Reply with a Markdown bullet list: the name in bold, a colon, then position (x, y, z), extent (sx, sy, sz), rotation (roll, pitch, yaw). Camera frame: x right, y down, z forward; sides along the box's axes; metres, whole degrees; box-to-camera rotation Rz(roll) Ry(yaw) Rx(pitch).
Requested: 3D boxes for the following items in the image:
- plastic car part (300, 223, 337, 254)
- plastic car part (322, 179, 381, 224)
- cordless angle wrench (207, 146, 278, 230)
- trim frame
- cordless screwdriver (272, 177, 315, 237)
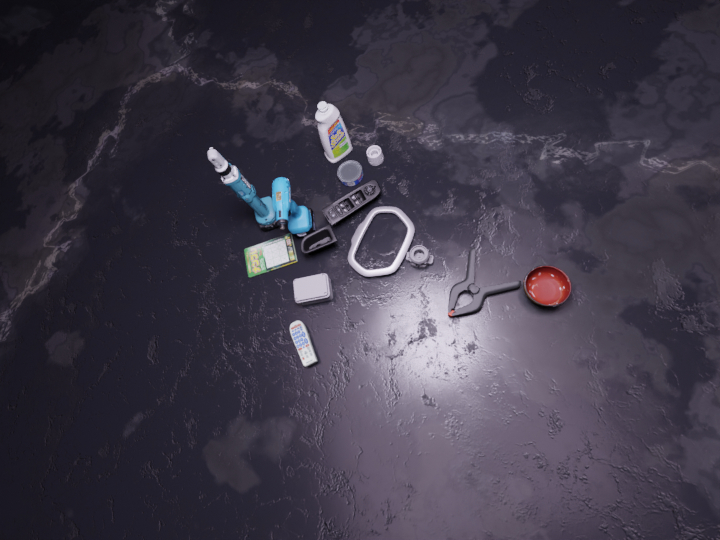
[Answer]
- **plastic car part**: position (-0.133, -0.087, 1.362), extent (0.117, 0.068, 0.068), rotation (-26, 67, 5)
- **plastic car part**: position (-0.021, -0.218, 1.379), extent (0.203, 0.064, 0.069), rotation (-34, 66, 2)
- **cordless angle wrench**: position (-0.353, -0.244, 1.301), extent (0.075, 0.406, 0.101), rotation (-18, 69, 6)
- **trim frame**: position (0.062, -0.093, 1.328), extent (0.192, 0.026, 0.249), rotation (21, 77, 22)
- **cordless screwdriver**: position (-0.210, -0.165, 1.320), extent (0.076, 0.238, 0.163), rotation (-9, 69, 10)
